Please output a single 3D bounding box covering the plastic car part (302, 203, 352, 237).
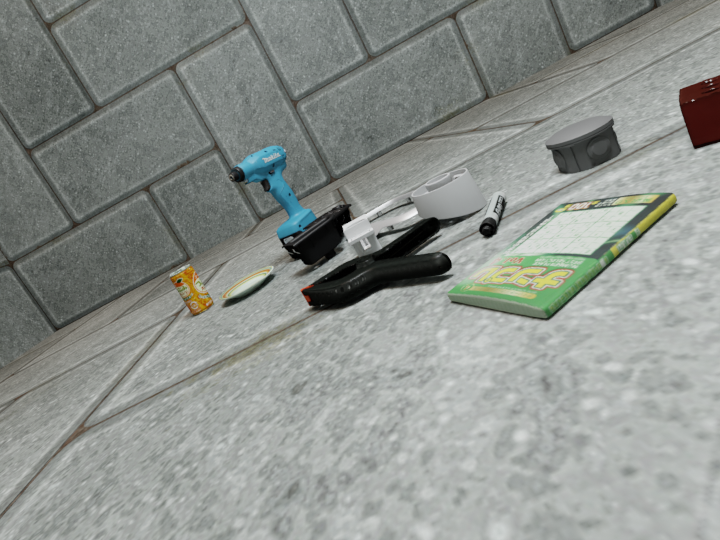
[{"bbox_3d":[-0.057,-0.106,0.936,0.068,0.065,0.203,-23,16,21],"label":"plastic car part"}]

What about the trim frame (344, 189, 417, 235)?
[{"bbox_3d":[0.067,-0.112,0.819,0.181,0.027,0.259,-38,18,-30],"label":"trim frame"}]

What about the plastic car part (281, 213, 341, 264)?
[{"bbox_3d":[-0.078,-0.051,0.797,0.115,0.069,0.068,-35,15,-23],"label":"plastic car part"}]

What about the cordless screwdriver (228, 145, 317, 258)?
[{"bbox_3d":[-0.176,-0.141,0.921,0.077,0.244,0.157,-19,16,40],"label":"cordless screwdriver"}]
